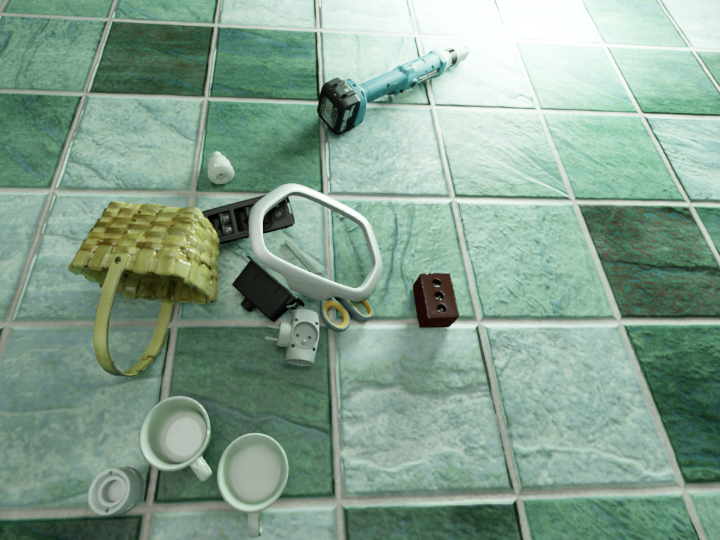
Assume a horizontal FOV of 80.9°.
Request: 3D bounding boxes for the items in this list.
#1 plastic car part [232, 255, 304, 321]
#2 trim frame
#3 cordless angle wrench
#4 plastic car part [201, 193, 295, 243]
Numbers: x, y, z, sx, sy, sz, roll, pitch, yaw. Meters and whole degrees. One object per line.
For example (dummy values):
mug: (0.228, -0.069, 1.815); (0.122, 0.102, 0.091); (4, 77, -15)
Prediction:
plastic car part: (-0.157, 0.038, 0.679); (0.120, 0.064, 0.071); (35, 78, 15)
trim frame: (-0.068, -0.044, 0.696); (0.239, 0.028, 0.187); (23, 58, -21)
cordless angle wrench: (0.096, -0.422, 0.927); (0.415, 0.097, 0.076); (-33, 76, -24)
plastic car part: (-0.217, -0.079, 0.724); (0.201, 0.067, 0.067); (-14, 85, -8)
